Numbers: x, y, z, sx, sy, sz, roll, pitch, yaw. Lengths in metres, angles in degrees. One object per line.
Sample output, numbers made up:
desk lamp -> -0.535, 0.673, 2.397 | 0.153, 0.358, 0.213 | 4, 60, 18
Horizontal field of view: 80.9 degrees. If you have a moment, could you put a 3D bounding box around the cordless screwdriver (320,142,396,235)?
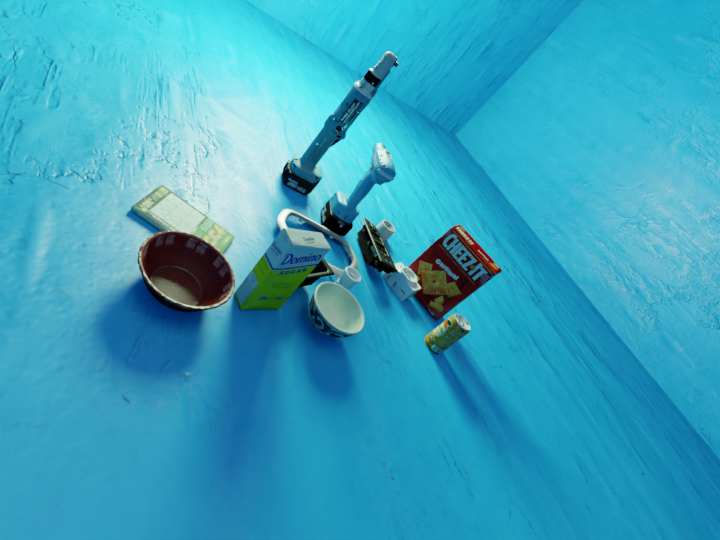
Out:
cordless screwdriver -> -0.007, -0.220, 1.121 | 0.071, 0.251, 0.165 | 28, 34, -27

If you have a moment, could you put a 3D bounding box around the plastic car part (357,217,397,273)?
plastic car part -> 0.036, -0.063, 1.150 | 0.063, 0.067, 0.211 | 22, 35, -32

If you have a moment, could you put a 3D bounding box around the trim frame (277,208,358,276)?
trim frame -> -0.101, -0.066, 1.036 | 0.238, 0.028, 0.191 | 25, 34, -26

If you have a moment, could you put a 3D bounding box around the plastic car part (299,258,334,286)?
plastic car part -> -0.121, 0.008, 0.872 | 0.068, 0.071, 0.112 | 52, 31, 15

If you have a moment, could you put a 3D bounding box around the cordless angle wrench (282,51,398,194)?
cordless angle wrench -> -0.057, -0.375, 1.090 | 0.093, 0.427, 0.077 | 26, 35, -29
